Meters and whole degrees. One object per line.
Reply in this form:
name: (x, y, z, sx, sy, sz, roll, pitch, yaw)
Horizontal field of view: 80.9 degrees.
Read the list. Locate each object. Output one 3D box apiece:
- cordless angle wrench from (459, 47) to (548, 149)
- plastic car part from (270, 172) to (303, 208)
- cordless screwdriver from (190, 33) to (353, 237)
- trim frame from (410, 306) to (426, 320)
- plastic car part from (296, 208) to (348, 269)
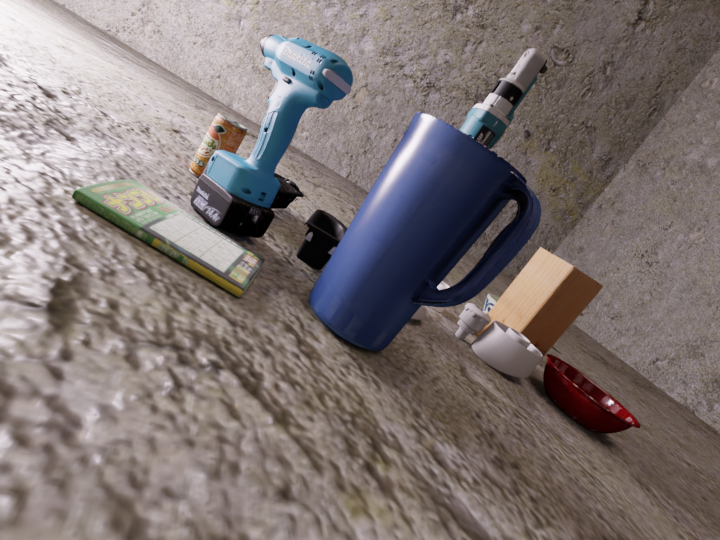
cordless angle wrench: (0.135, -0.142, 0.649, 0.094, 0.423, 0.077, 29, 14, -21)
plastic car part: (-0.149, -0.138, 0.755, 0.067, 0.067, 0.202, 34, 13, 0)
cordless screwdriver: (-0.129, -0.176, 0.540, 0.168, 0.249, 0.070, 43, 16, 33)
trim frame: (0.014, 0.003, 0.713, 0.174, 0.027, 0.263, 21, 18, -40)
plastic car part: (-0.059, -0.038, 0.599, 0.065, 0.071, 0.118, 32, 13, -8)
